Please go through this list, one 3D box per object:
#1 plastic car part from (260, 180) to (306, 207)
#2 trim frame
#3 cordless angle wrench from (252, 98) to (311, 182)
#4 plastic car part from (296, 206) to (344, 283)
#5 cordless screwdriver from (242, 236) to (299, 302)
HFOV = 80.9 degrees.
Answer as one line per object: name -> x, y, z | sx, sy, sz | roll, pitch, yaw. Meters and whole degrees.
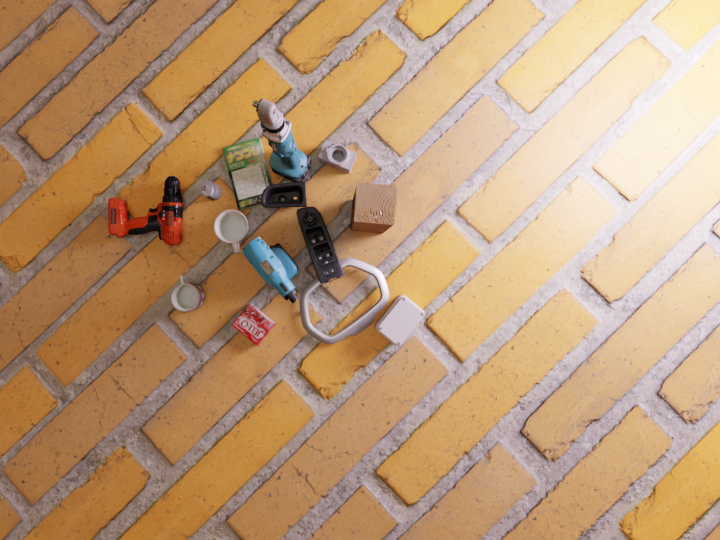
plastic car part -> -0.198, -0.191, 1.101 | 0.117, 0.070, 0.066 | -4, 88, 1
trim frame -> -0.045, 0.080, 1.099 | 0.248, 0.027, 0.185 | -38, 86, -1
cordless angle wrench -> -0.172, -0.279, 0.931 | 0.098, 0.422, 0.074 | 25, 88, -3
plastic car part -> -0.107, -0.070, 1.091 | 0.066, 0.067, 0.204 | -21, 86, -1
cordless screwdriver -> -0.193, 0.003, 1.000 | 0.074, 0.248, 0.160 | -39, 90, -2
